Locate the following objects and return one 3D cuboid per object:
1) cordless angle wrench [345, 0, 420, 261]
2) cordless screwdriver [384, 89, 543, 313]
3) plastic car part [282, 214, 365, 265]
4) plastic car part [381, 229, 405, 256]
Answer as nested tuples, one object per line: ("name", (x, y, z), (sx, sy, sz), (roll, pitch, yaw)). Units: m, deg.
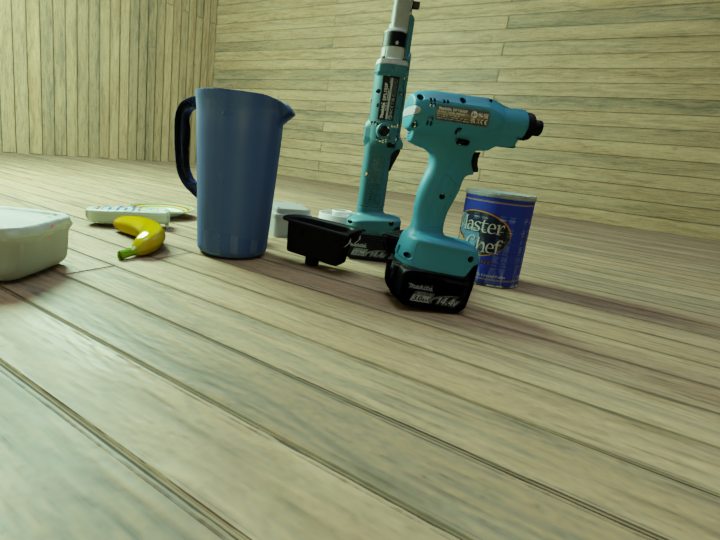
("cordless angle wrench", (0.038, -0.228, 0.703), (0.098, 0.418, 0.075), (7, 12, -1))
("cordless screwdriver", (0.118, -0.077, 0.503), (0.157, 0.246, 0.076), (6, 12, -7))
("plastic car part", (-0.062, -0.040, 0.632), (0.121, 0.070, 0.064), (13, 14, 24))
("plastic car part", (0.086, -0.034, 0.680), (0.068, 0.066, 0.198), (11, 15, 17))
